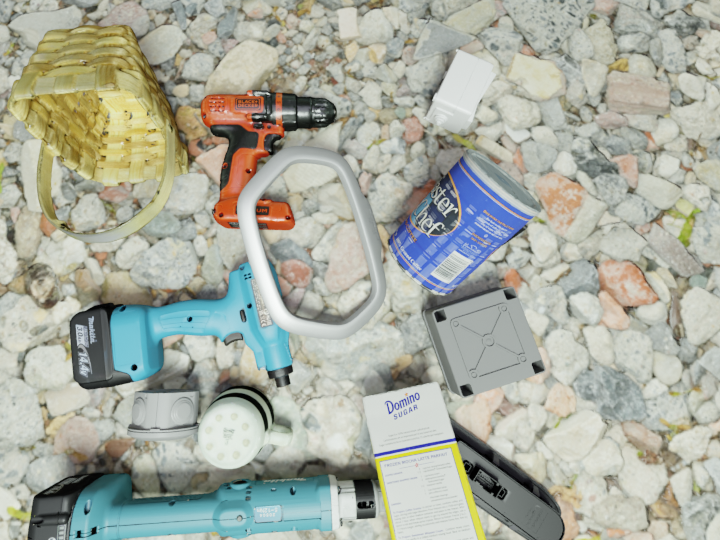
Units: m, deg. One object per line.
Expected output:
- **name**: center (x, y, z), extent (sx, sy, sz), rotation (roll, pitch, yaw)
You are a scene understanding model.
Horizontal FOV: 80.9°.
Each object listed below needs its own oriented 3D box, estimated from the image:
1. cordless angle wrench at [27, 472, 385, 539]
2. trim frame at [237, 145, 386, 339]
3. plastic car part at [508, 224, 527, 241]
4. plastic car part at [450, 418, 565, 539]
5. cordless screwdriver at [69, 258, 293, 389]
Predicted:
- **cordless angle wrench**: center (-0.138, 0.269, 0.480), extent (0.421, 0.097, 0.075), rotation (-2, 79, -4)
- **trim frame**: center (-0.052, -0.034, 0.528), extent (0.179, 0.028, 0.247), rotation (-20, 93, -23)
- **plastic car part**: center (0.171, -0.099, 0.558), extent (0.070, 0.065, 0.119), rotation (-40, 80, -22)
- **plastic car part**: center (0.153, 0.247, 0.495), extent (0.204, 0.067, 0.066), rotation (36, 75, 3)
- **cordless screwdriver**: center (-0.210, 0.090, 0.519), extent (0.247, 0.074, 0.161), rotation (-15, 81, -6)
